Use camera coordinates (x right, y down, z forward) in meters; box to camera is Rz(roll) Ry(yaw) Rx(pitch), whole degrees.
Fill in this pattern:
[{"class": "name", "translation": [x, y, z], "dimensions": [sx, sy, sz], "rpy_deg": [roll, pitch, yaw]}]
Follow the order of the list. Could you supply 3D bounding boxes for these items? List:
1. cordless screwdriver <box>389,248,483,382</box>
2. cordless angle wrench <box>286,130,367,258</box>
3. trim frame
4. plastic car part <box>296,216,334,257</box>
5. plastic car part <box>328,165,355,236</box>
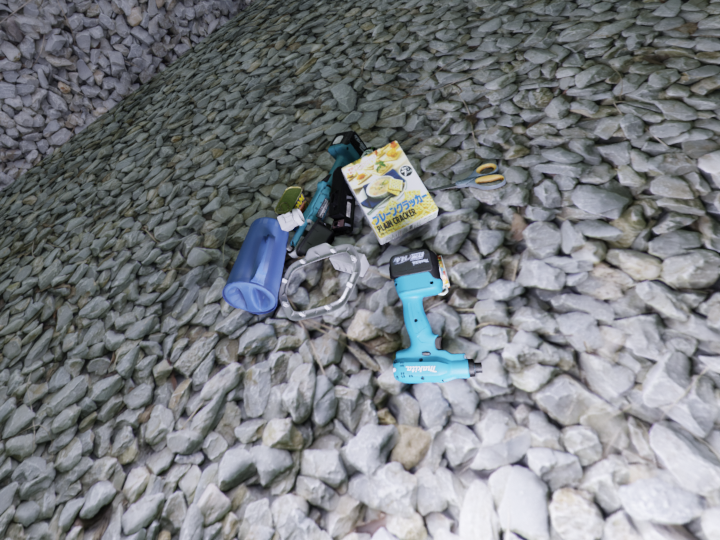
[{"class": "cordless screwdriver", "translation": [0.137, 0.086, 0.813], "dimensions": [0.164, 0.071, 0.253], "rpy_deg": [-8, 74, 19]}, {"class": "cordless angle wrench", "translation": [-0.102, -0.214, 1.198], "dimensions": [0.078, 0.093, 0.425], "rpy_deg": [0, 57, 42]}, {"class": "trim frame", "translation": [-0.104, 0.023, 1.003], "dimensions": [0.257, 0.026, 0.189], "rpy_deg": [-19, 54, 33]}, {"class": "plastic car part", "translation": [-0.108, -0.071, 1.105], "dimensions": [0.074, 0.063, 0.116], "rpy_deg": [22, 68, 20]}, {"class": "plastic car part", "translation": [-0.054, -0.197, 1.135], "dimensions": [0.069, 0.063, 0.206], "rpy_deg": [-16, 59, 45]}]
